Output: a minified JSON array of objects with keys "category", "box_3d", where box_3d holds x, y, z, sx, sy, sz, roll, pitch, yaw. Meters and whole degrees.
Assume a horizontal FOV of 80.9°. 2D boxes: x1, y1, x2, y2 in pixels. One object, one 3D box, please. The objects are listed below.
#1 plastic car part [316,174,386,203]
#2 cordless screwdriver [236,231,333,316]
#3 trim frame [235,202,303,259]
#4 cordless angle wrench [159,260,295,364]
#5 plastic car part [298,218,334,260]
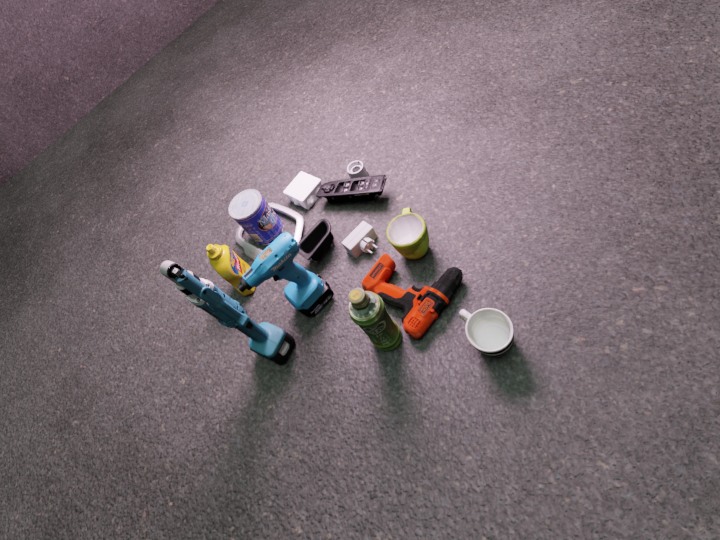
[{"category":"plastic car part","box_3d":[-0.024,-0.220,1.174,0.211,0.063,0.067,2,61,26]},{"category":"cordless screwdriver","box_3d":[-0.169,0.032,0.975,0.159,0.236,0.078,-44,54,-7]},{"category":"trim frame","box_3d":[-0.269,-0.113,1.244,0.262,0.026,0.184,25,73,34]},{"category":"cordless angle wrench","box_3d":[-0.270,0.090,0.881,0.103,0.401,0.074,17,68,30]},{"category":"plastic car part","box_3d":[-0.109,-0.072,1.118,0.070,0.067,0.116,35,78,35]}]
